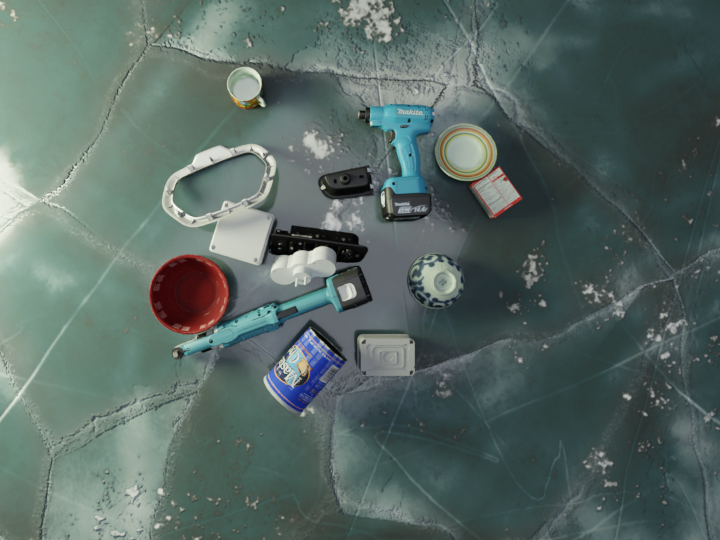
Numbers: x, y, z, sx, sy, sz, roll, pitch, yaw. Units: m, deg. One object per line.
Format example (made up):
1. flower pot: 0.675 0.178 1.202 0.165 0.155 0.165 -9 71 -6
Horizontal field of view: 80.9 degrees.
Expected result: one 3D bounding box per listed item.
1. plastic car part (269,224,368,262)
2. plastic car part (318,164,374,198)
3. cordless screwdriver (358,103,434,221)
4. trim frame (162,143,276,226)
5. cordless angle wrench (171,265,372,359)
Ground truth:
1. plastic car part: -0.087 -0.057 0.886 0.203 0.065 0.068 10 43 0
2. plastic car part: -0.028 -0.188 0.888 0.115 0.071 0.066 -10 89 -7
3. cordless screwdriver: 0.073 -0.230 0.892 0.158 0.074 0.250 1 84 -4
4. trim frame: -0.292 -0.182 0.869 0.248 0.026 0.192 -23 59 -1
5. cordless angle wrench: -0.187 0.098 0.869 0.424 0.098 0.074 -21 92 2
